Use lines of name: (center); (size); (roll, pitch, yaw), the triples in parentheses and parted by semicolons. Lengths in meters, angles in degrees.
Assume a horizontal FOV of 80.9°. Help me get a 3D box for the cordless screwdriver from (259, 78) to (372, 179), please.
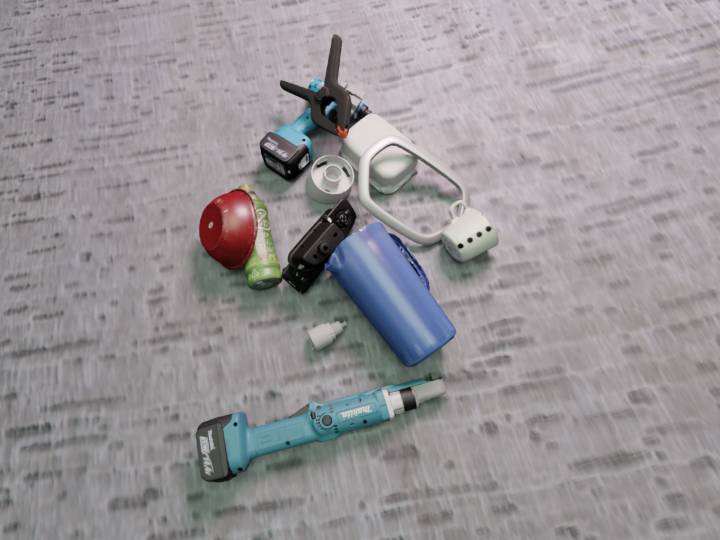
cordless screwdriver: (-0.098, -0.308, 0.931); (0.164, 0.072, 0.248); (30, 71, 14)

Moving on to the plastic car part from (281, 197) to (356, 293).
plastic car part: (-0.082, -0.054, 0.838); (0.064, 0.070, 0.202); (42, 78, -23)

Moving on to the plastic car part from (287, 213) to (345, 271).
plastic car part: (-0.072, -0.045, 0.771); (0.064, 0.073, 0.116); (47, 69, -17)

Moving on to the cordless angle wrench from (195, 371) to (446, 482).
cordless angle wrench: (-0.058, 0.253, 0.717); (0.421, 0.072, 0.101); (-15, 70, -3)

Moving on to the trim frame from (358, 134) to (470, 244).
trim frame: (0.106, -0.160, 0.839); (0.246, 0.028, 0.184); (32, 83, -4)
